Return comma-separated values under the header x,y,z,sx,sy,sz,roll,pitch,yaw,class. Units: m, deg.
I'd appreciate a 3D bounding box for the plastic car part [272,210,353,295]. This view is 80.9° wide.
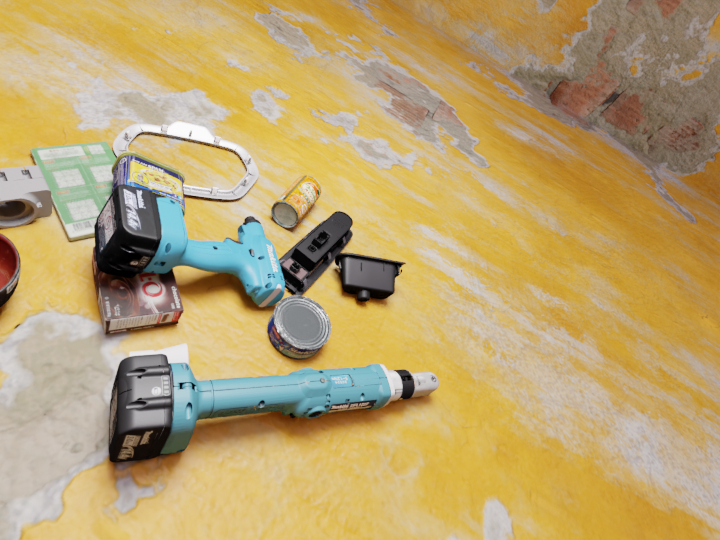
x,y,z,sx,sy,sz,roll,pitch,yaw,class
-0.069,-0.045,0.709,0.068,0.066,0.201,31,39,7,plastic car part

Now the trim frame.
x,y,z,sx,sy,sz,roll,pitch,yaw,class
-0.299,-0.199,0.745,0.239,0.027,0.192,4,48,-24,trim frame

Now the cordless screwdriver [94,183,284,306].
x,y,z,sx,sy,sz,roll,pitch,yaw,class
-0.218,-0.044,0.574,0.235,0.075,0.167,19,36,-43,cordless screwdriver

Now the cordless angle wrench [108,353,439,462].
x,y,z,sx,sy,sz,roll,pitch,yaw,class
-0.064,0.148,0.508,0.404,0.098,0.078,5,47,-31,cordless angle wrench

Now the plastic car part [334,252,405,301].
x,y,z,sx,sy,sz,roll,pitch,yaw,class
0.011,0.017,0.701,0.113,0.066,0.073,8,62,-21,plastic car part
